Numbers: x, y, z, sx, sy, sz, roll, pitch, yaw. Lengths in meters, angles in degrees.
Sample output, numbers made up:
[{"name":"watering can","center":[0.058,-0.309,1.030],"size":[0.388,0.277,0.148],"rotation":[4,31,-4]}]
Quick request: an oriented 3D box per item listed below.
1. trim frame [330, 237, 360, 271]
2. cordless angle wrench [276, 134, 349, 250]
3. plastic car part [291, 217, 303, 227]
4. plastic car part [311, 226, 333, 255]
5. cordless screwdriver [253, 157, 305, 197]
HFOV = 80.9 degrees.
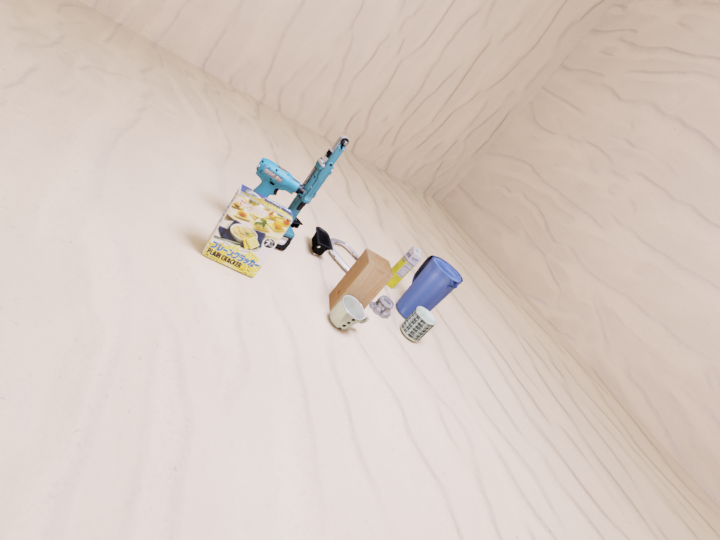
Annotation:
[{"name":"trim frame","center":[-0.034,-0.037,1.633],"size":[0.259,0.027,0.176],"rotation":[47,25,22]},{"name":"cordless angle wrench","center":[-0.168,-0.247,1.334],"size":[0.070,0.424,0.103],"rotation":[23,29,-34]},{"name":"plastic car part","center":[-0.301,-0.173,1.463],"size":[0.192,0.067,0.070],"rotation":[10,36,-47]},{"name":"plastic car part","center":[-0.150,-0.098,1.530],"size":[0.063,0.071,0.121],"rotation":[25,26,-28]},{"name":"cordless screwdriver","center":[-0.294,-0.208,1.307],"size":[0.156,0.249,0.076],"rotation":[34,24,-12]}]
